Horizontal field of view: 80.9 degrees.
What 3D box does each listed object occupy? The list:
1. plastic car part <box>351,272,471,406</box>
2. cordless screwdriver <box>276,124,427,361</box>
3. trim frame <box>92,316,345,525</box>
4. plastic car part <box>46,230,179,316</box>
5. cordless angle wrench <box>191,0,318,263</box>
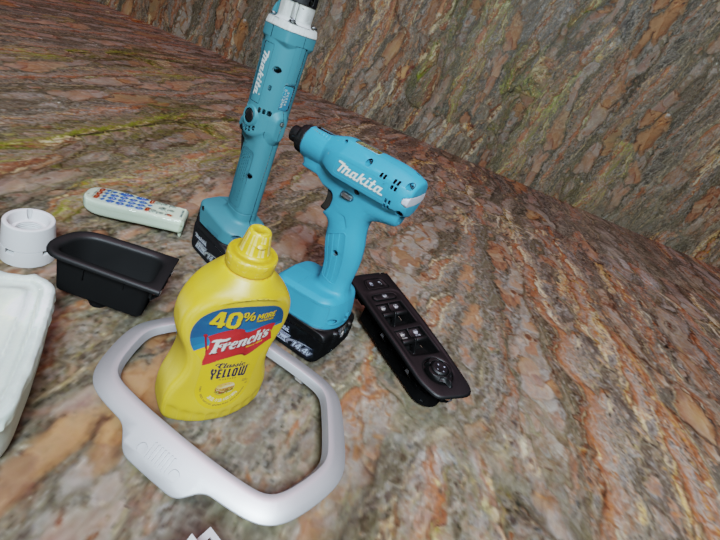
[{"bbox_3d":[0.050,0.088,0.533,0.063,0.066,0.214,1,34,-36],"label":"plastic car part"},{"bbox_3d":[-0.047,-0.031,0.481,0.165,0.247,0.072,35,29,19],"label":"cordless screwdriver"},{"bbox_3d":[-0.125,0.120,0.396,0.256,0.027,0.180,30,29,14],"label":"trim frame"},{"bbox_3d":[-0.263,0.010,0.445,0.114,0.070,0.068,18,28,-10],"label":"plastic car part"},{"bbox_3d":[-0.118,-0.189,0.523,0.103,0.419,0.071,41,31,28],"label":"cordless angle wrench"}]
